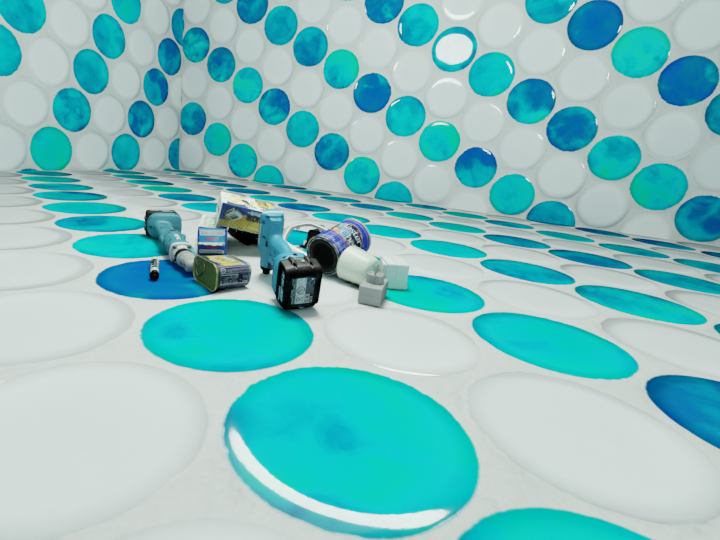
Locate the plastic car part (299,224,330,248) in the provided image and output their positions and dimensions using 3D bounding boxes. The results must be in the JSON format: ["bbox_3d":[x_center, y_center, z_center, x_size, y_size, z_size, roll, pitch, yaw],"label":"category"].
[{"bbox_3d":[-0.129,-0.105,1.312,0.069,0.070,0.113,15,20,24],"label":"plastic car part"}]

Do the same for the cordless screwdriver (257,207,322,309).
[{"bbox_3d":[-0.163,-0.008,0.879,0.072,0.156,0.262,-3,32,-27],"label":"cordless screwdriver"}]

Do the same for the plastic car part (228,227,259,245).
[{"bbox_3d":[-0.351,-0.117,1.304,0.064,0.066,0.214,27,1,-34],"label":"plastic car part"}]

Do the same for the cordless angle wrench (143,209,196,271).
[{"bbox_3d":[-0.480,-0.077,1.084,0.094,0.073,0.447,-3,20,-33],"label":"cordless angle wrench"}]

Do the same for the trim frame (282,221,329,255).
[{"bbox_3d":[-0.116,-0.076,1.191,0.262,0.027,0.180,25,40,30],"label":"trim frame"}]
